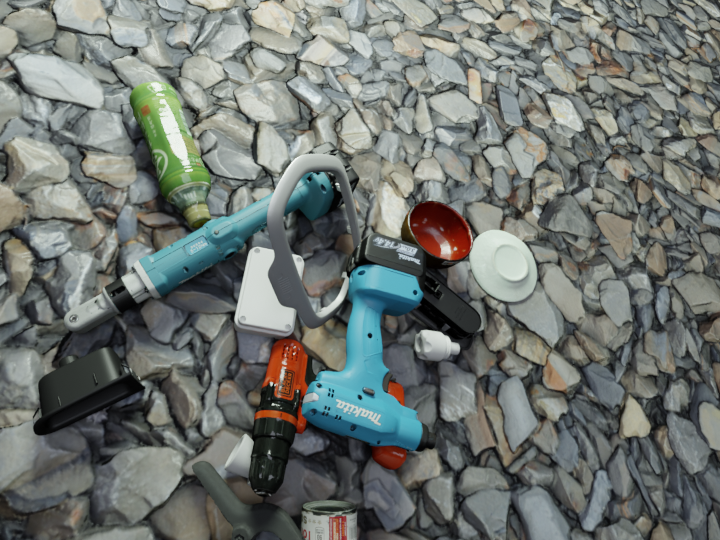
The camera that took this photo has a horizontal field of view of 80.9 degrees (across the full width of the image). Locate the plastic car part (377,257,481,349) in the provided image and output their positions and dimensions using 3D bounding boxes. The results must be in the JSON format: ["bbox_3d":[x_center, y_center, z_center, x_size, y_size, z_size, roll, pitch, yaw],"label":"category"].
[{"bbox_3d":[0.105,0.036,0.643,0.203,0.067,0.066,41,58,-1],"label":"plastic car part"}]

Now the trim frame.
[{"bbox_3d":[-0.054,-0.035,0.554,0.029,0.238,0.183,13,47,27],"label":"trim frame"}]

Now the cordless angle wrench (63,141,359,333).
[{"bbox_3d":[-0.191,-0.042,0.578,0.416,0.098,0.076,-34,82,-20],"label":"cordless angle wrench"}]

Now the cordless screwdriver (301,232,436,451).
[{"bbox_3d":[0.035,0.086,0.531,0.157,0.074,0.252,20,62,-8],"label":"cordless screwdriver"}]

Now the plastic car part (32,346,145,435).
[{"bbox_3d":[-0.326,0.131,0.495,0.114,0.064,0.074,-22,64,-19],"label":"plastic car part"}]
